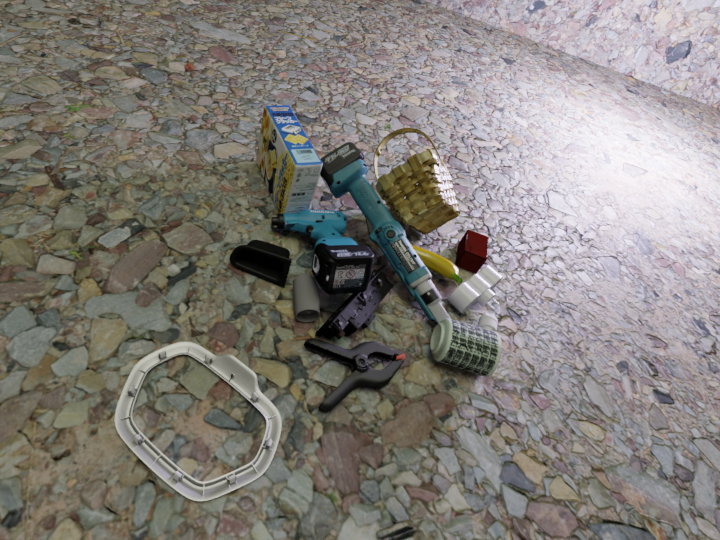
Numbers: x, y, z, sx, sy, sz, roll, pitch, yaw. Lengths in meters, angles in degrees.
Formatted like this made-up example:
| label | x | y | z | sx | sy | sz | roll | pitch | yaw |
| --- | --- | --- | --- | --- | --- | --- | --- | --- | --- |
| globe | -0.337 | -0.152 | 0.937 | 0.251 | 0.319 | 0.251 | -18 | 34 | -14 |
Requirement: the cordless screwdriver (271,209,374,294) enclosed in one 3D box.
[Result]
| label | x | y | z | sx | sy | sz | roll | pitch | yaw |
| --- | --- | --- | --- | --- | --- | --- | --- | --- | --- |
| cordless screwdriver | -0.079 | -0.052 | 0.812 | 0.155 | 0.073 | 0.260 | -1 | 29 | -18 |

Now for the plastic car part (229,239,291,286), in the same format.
| label | x | y | z | sx | sy | sz | roll | pitch | yaw |
| --- | --- | --- | --- | --- | --- | --- | --- | --- | --- |
| plastic car part | -0.183 | -0.028 | 0.815 | 0.118 | 0.065 | 0.071 | 21 | 31 | 6 |

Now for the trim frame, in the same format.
| label | x | y | z | sx | sy | sz | roll | pitch | yaw |
| --- | --- | --- | --- | --- | --- | --- | --- | --- | --- |
| trim frame | -0.231 | 0.203 | 0.610 | 0.256 | 0.027 | 0.182 | 31 | 47 | 15 |

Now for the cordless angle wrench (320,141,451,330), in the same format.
| label | x | y | z | sx | sy | sz | roll | pitch | yaw |
| --- | --- | --- | --- | --- | --- | --- | --- | --- | --- |
| cordless angle wrench | 0.058 | -0.067 | 0.854 | 0.098 | 0.072 | 0.434 | -32 | 75 | -1 |

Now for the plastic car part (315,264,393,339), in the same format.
| label | x | y | z | sx | sy | sz | roll | pitch | yaw |
| --- | --- | --- | --- | --- | --- | --- | --- | --- | --- |
| plastic car part | 0.004 | 0.060 | 0.781 | 0.068 | 0.066 | 0.201 | 37 | 49 | 2 |
